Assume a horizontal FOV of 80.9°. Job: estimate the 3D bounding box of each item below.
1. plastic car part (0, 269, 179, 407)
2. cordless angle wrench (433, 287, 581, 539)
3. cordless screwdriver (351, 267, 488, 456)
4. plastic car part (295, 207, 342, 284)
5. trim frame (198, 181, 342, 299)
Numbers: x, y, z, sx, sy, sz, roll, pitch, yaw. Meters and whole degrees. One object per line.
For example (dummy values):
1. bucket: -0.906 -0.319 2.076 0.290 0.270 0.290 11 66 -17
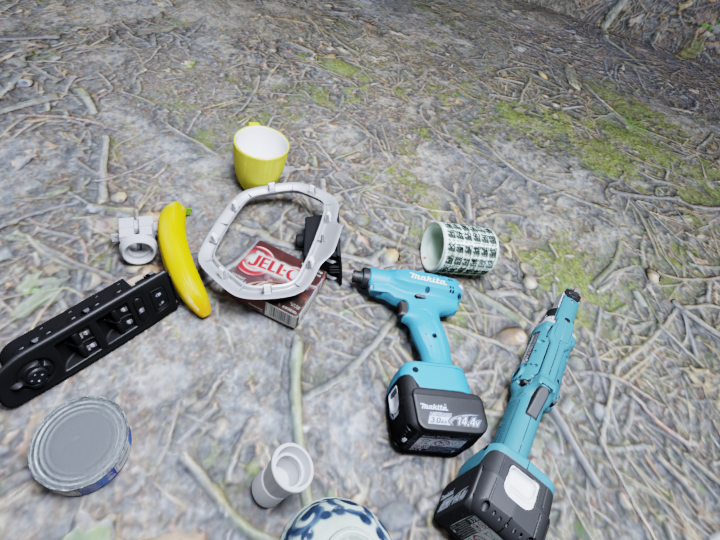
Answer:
1. plastic car part: -0.312 0.064 0.481 0.070 0.064 0.200 29 49 21
2. cordless angle wrench: 0.223 0.148 0.539 0.076 0.097 0.416 35 46 12
3. cordless screwdriver: 0.063 0.096 0.547 0.157 0.073 0.256 10 45 -7
4. plastic car part: -0.063 -0.041 0.643 0.071 0.064 0.121 -5 47 -3
5. trim frame: -0.121 -0.056 0.603 0.187 0.027 0.252 10 45 8
